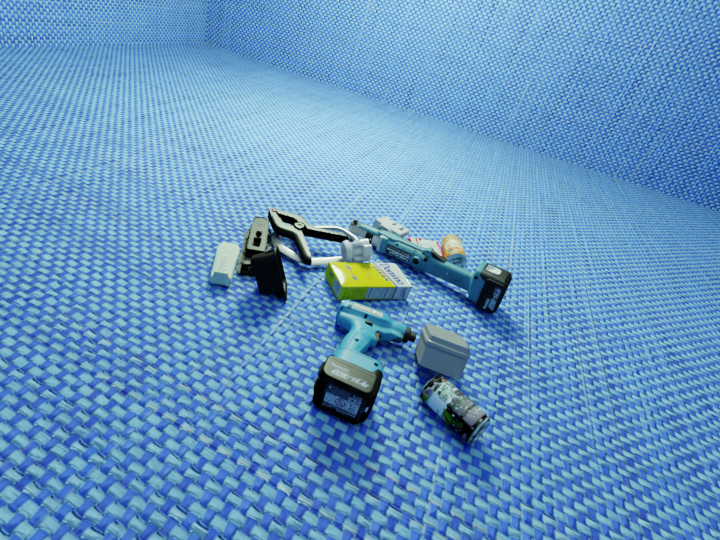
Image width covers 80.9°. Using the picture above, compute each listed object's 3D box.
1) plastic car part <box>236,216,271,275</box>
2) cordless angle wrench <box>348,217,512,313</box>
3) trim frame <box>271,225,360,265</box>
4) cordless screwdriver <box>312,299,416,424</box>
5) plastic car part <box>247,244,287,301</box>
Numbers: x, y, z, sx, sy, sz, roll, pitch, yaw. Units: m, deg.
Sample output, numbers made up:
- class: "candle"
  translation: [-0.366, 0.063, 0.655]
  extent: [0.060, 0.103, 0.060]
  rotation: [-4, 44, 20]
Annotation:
- class: "plastic car part"
  translation: [-0.241, -0.066, 0.979]
  extent: [0.065, 0.065, 0.210]
  rotation: [3, 31, -9]
- class: "cordless angle wrench"
  translation: [0.151, -0.032, 1.066]
  extent: [0.442, 0.096, 0.072]
  rotation: [26, 33, 25]
- class: "trim frame"
  translation: [-0.104, -0.068, 1.066]
  extent: [0.239, 0.027, 0.194]
  rotation: [-8, 40, -28]
- class: "cordless screwdriver"
  translation: [0.015, 0.150, 0.739]
  extent: [0.161, 0.073, 0.250]
  rotation: [18, 29, 3]
- class: "plastic car part"
  translation: [-0.190, 0.004, 0.856]
  extent: [0.071, 0.112, 0.068]
  rotation: [-11, 35, 0]
